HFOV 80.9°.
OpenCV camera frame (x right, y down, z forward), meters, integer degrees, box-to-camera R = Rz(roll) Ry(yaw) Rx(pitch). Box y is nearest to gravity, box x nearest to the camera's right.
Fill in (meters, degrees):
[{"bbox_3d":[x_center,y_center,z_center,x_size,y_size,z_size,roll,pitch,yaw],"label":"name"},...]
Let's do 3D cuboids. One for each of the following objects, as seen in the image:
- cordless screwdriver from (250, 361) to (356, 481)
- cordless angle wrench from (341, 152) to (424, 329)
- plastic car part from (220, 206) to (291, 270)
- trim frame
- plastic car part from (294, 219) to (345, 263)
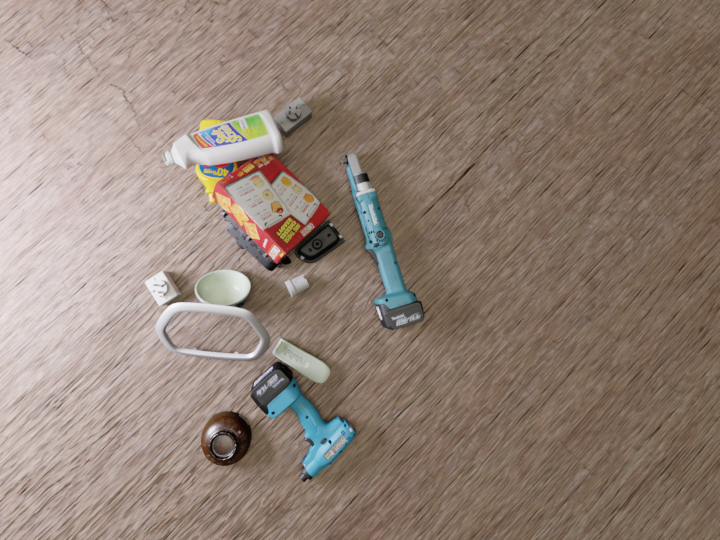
[{"bbox_3d":[-0.147,0.337,0.942,0.247,0.075,0.159,44,84,-3],"label":"cordless screwdriver"},{"bbox_3d":[0.040,-0.078,0.991,0.097,0.074,0.427,-16,84,-6],"label":"cordless angle wrench"},{"bbox_3d":[-0.250,-0.070,0.978,0.204,0.066,0.067,40,98,2],"label":"plastic car part"},{"bbox_3d":[-0.319,0.138,0.918,0.247,0.028,0.180,5,126,-4],"label":"trim frame"},{"bbox_3d":[-0.096,-0.063,0.981,0.116,0.071,0.066,-38,90,-9],"label":"plastic car part"}]
